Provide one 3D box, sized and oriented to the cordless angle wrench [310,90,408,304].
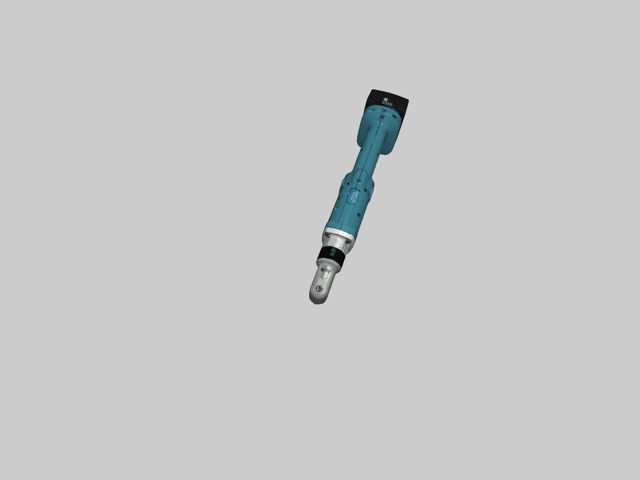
[{"bbox_3d":[0.060,-0.084,0.711,0.074,0.421,0.098,18,-30,5],"label":"cordless angle wrench"}]
